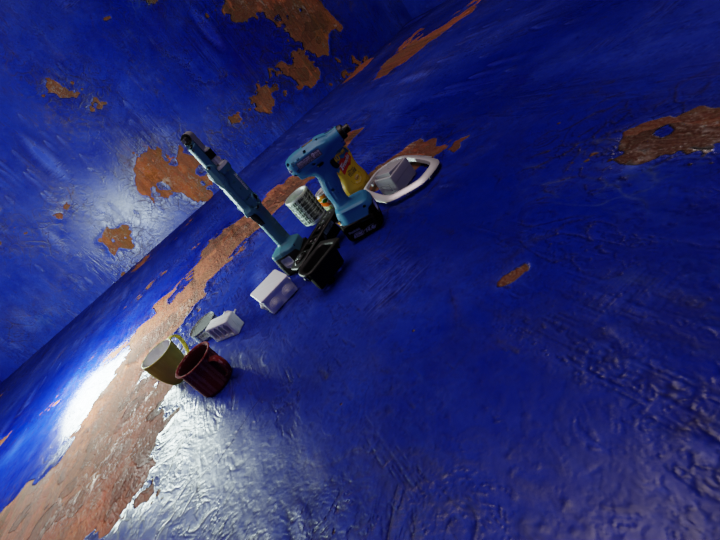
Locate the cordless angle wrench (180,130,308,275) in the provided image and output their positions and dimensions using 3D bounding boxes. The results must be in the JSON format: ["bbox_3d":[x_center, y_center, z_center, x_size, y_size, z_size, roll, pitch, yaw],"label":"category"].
[{"bbox_3d":[-0.272,-0.163,1.021,0.076,0.407,0.100,-30,25,24],"label":"cordless angle wrench"}]

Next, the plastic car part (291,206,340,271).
[{"bbox_3d":[-0.101,-0.066,1.032,0.069,0.064,0.203,-9,40,49],"label":"plastic car part"}]

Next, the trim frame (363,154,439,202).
[{"bbox_3d":[0.098,-0.238,1.074,0.184,0.026,0.259,-43,27,-5],"label":"trim frame"}]

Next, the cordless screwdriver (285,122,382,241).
[{"bbox_3d":[-0.032,-0.195,0.943,0.162,0.239,0.076,-31,24,20],"label":"cordless screwdriver"}]

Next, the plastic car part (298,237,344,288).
[{"bbox_3d":[-0.078,-0.006,0.908,0.069,0.068,0.116,-11,38,47],"label":"plastic car part"}]
